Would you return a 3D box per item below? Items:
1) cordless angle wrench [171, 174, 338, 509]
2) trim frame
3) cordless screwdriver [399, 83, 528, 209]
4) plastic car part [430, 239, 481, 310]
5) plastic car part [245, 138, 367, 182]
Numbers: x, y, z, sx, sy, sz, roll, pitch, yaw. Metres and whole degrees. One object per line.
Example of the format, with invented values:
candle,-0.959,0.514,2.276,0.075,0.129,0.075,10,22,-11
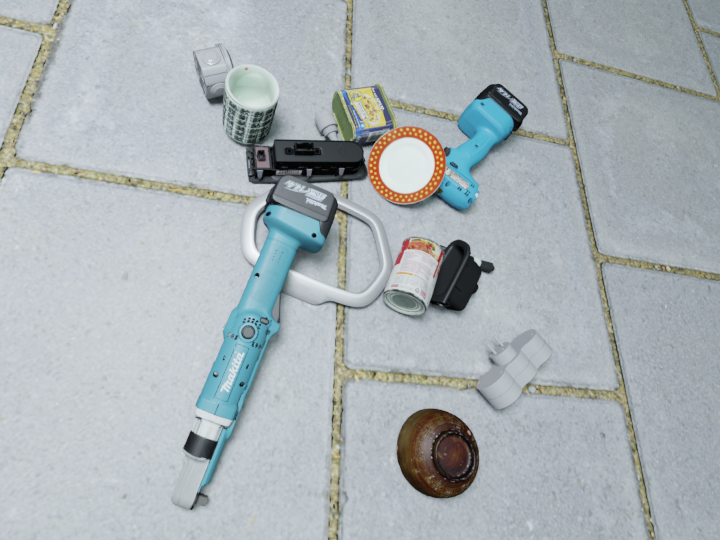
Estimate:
cordless angle wrench,-0.144,0.080,0.550,0.097,0.075,0.426,22,74,-8
trim frame,-0.064,-0.042,0.653,0.245,0.028,0.186,22,65,-8
cordless screwdriver,0.185,-0.242,0.771,0.159,0.074,0.248,37,69,0
plastic car part,0.154,0.017,0.665,0.068,0.069,0.116,42,73,-23
plastic car part,-0.080,-0.185,0.685,0.197,0.067,0.068,-2,65,-19
